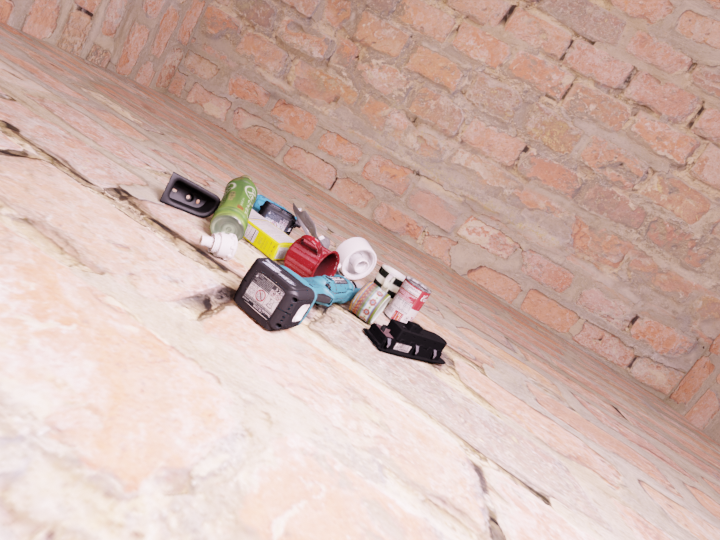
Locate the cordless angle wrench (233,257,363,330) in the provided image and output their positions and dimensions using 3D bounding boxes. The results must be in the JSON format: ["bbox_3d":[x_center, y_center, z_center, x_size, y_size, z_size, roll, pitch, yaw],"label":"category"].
[{"bbox_3d":[-0.072,0.038,0.780,0.101,0.074,0.408,35,10,16],"label":"cordless angle wrench"}]

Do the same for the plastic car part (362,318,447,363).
[{"bbox_3d":[0.100,0.135,0.825,0.192,0.067,0.070,26,5,-36],"label":"plastic car part"}]

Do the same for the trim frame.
[{"bbox_3d":[-0.098,-0.064,1.007,0.262,0.027,0.175,55,-7,38],"label":"trim frame"}]

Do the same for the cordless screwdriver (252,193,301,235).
[{"bbox_3d":[-0.218,-0.138,1.148,0.154,0.074,0.257,27,8,-19],"label":"cordless screwdriver"}]

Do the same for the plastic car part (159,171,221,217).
[{"bbox_3d":[-0.364,-0.156,0.897,0.110,0.066,0.075,26,-2,-39],"label":"plastic car part"}]
